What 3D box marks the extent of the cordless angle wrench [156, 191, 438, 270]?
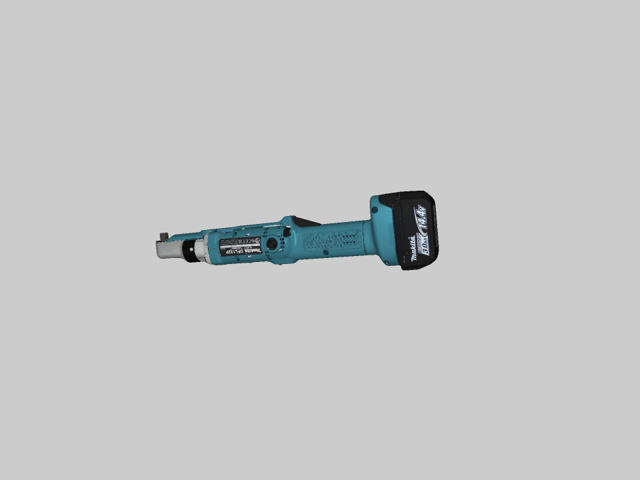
[{"bbox_3d":[-0.056,0.001,0.597,0.423,0.098,0.074,-5,2,19],"label":"cordless angle wrench"}]
